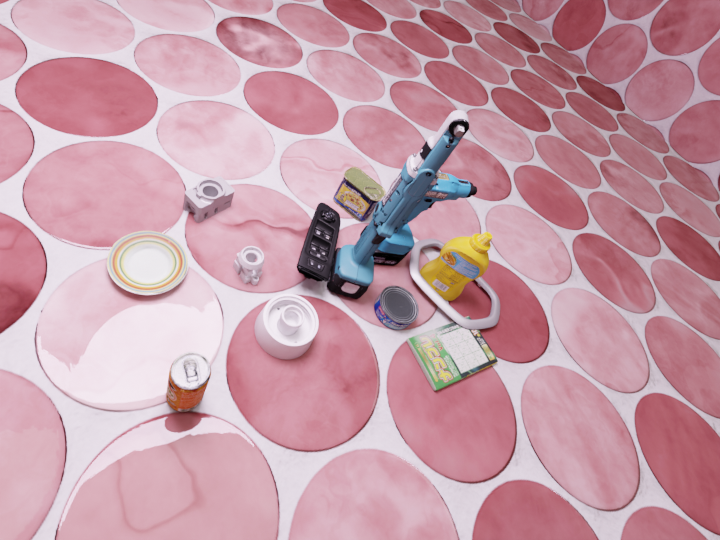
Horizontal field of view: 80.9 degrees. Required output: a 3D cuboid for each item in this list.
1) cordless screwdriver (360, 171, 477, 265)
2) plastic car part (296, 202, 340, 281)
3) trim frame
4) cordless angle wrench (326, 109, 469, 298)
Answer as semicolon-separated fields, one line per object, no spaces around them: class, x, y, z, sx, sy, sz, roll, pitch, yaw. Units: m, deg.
cordless screwdriver;0.109;-0.105;0.863;0.154;0.248;0.077;5;56;-24
plastic car part;-0.084;-0.055;0.861;0.065;0.067;0.207;21;49;-11
trim frame;0.210;0.027;0.951;0.254;0.027;0.180;43;50;12
cordless angle wrench;0.051;-0.094;0.713;0.073;0.423;0.100;19;51;-15
